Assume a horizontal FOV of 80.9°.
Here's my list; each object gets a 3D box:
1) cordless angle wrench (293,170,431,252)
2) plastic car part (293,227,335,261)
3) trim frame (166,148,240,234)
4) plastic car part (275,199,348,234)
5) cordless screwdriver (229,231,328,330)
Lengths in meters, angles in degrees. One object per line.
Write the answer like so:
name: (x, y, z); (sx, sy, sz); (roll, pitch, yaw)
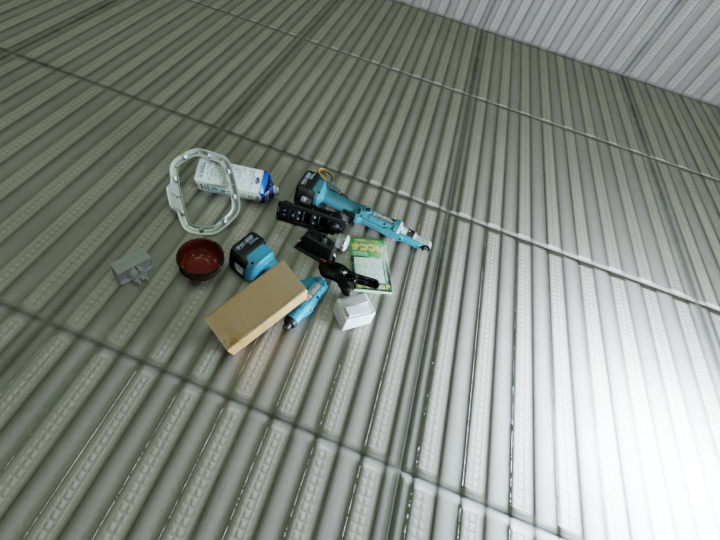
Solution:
cordless angle wrench: (0.011, -0.161, 1.237); (0.427, 0.073, 0.098); (26, 51, 5)
plastic car part: (-0.111, -0.073, 1.136); (0.120, 0.069, 0.065); (30, 52, 14)
trim frame: (-0.427, -0.216, 1.144); (0.182, 0.027, 0.251); (-13, 83, -7)
plastic car part: (-0.134, -0.153, 1.203); (0.204, 0.065, 0.068); (19, 33, 3)
cordless screwdriver: (-0.217, 0.026, 1.034); (0.254, 0.073, 0.158); (33, 53, 9)
